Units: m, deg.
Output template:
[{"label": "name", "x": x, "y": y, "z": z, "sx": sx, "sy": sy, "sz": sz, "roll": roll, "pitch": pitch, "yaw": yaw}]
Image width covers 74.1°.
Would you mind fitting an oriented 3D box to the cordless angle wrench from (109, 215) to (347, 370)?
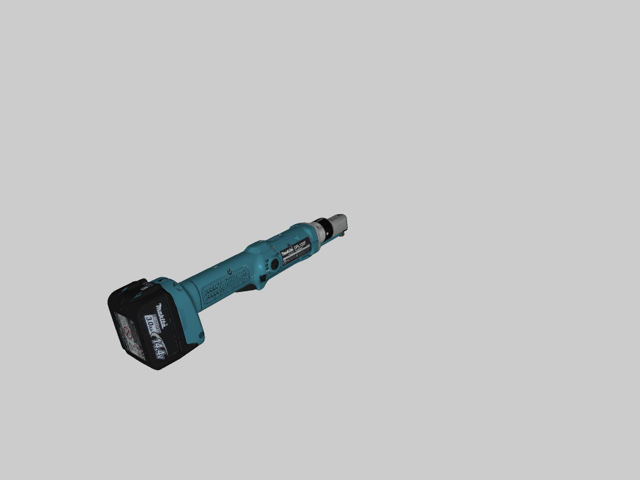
[{"label": "cordless angle wrench", "x": -0.087, "y": 0.034, "z": 0.629, "sx": 0.074, "sy": 0.098, "sz": 0.421, "roll": 10, "pitch": 26, "yaw": 38}]
